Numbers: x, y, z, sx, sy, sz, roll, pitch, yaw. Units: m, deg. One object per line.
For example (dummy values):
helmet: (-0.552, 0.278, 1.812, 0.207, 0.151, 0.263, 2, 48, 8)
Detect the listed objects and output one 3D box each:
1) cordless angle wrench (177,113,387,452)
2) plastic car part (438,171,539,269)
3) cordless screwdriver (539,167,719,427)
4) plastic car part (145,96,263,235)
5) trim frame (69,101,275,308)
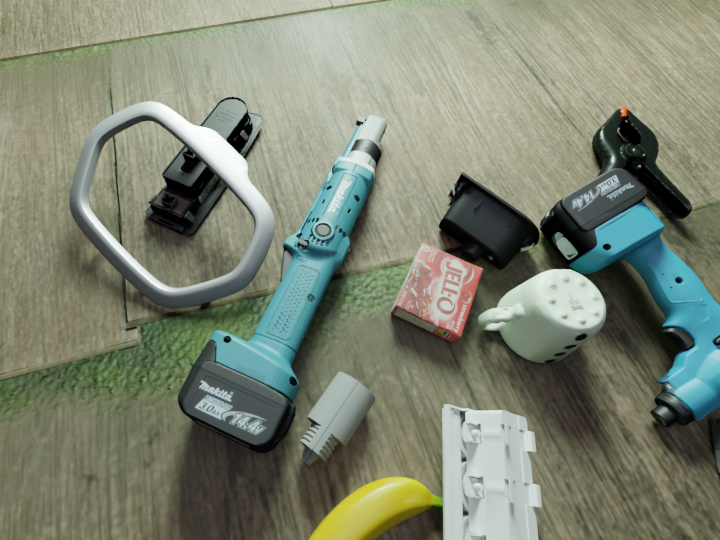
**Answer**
cordless angle wrench: (-0.046, -0.030, 0.467, 0.099, 0.073, 0.426, 20, 61, 5)
plastic car part: (0.141, -0.047, 0.494, 0.120, 0.064, 0.071, 41, 82, 12)
cordless screwdriver: (0.299, 0.023, 0.450, 0.159, 0.072, 0.257, -36, 71, -2)
plastic car part: (-0.191, -0.145, 0.525, 0.068, 0.065, 0.204, 19, 60, 11)
trim frame: (-0.208, -0.073, 0.463, 0.252, 0.027, 0.184, 43, 91, 7)
